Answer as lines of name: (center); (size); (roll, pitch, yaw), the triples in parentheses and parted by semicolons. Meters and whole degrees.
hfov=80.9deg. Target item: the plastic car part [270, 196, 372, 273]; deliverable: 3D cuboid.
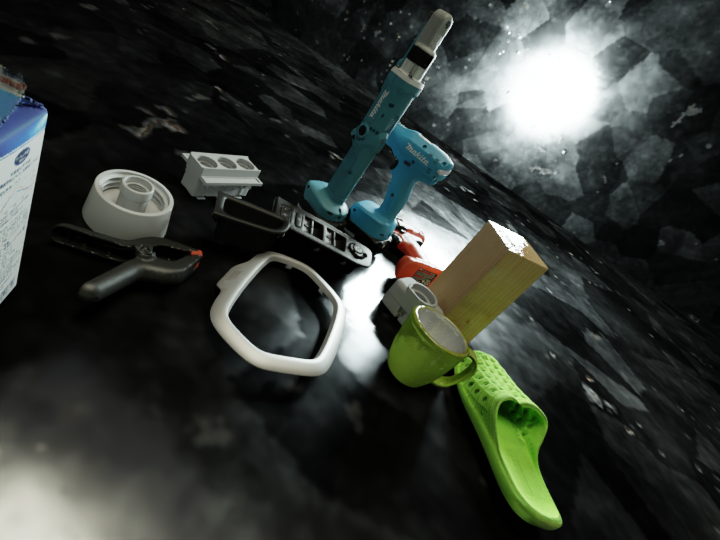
plastic car part: (-0.071, -0.046, 0.724); (0.196, 0.067, 0.068); (24, 31, -18)

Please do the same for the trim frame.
trim frame: (-0.106, 0.050, 0.583); (0.183, 0.027, 0.250); (31, 29, -5)

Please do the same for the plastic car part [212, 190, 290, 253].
plastic car part: (-0.173, -0.060, 0.638); (0.112, 0.071, 0.068); (22, 31, -21)

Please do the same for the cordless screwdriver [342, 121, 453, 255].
cordless screwdriver: (0.043, -0.156, 0.817); (0.165, 0.249, 0.071); (48, 30, 20)

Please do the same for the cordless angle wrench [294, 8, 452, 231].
cordless angle wrench: (0.018, -0.237, 0.733); (0.071, 0.423, 0.103); (2, 44, -47)
